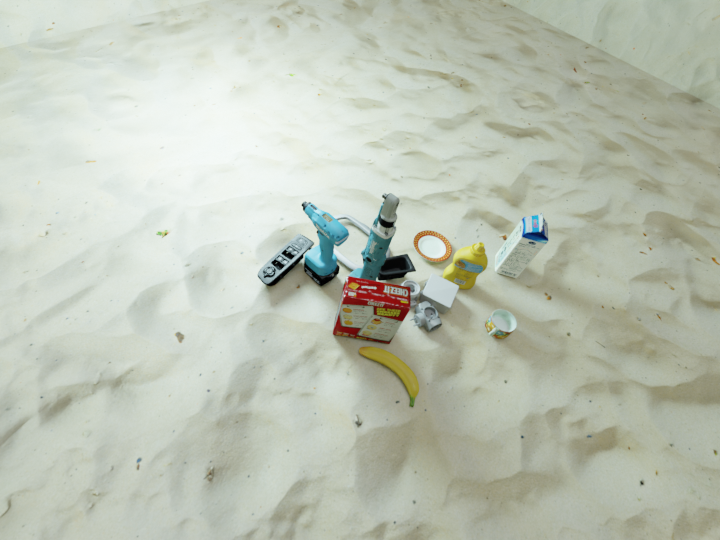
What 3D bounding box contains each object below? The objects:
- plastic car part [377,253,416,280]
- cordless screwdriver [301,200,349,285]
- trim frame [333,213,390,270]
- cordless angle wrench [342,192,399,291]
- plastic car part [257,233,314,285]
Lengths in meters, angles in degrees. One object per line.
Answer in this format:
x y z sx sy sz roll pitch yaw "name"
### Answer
0.096 0.001 1.282 0.114 0.069 0.069 -11 57 -17 "plastic car part"
-0.118 -0.077 1.203 0.073 0.244 0.165 -34 67 -30 "cordless screwdriver"
-0.018 -0.090 1.362 0.258 0.027 0.181 38 58 19 "trim frame"
0.036 -0.042 1.091 0.101 0.415 0.073 40 56 16 "cordless angle wrench"
-0.226 -0.024 1.262 0.068 0.066 0.200 35 57 15 "plastic car part"
